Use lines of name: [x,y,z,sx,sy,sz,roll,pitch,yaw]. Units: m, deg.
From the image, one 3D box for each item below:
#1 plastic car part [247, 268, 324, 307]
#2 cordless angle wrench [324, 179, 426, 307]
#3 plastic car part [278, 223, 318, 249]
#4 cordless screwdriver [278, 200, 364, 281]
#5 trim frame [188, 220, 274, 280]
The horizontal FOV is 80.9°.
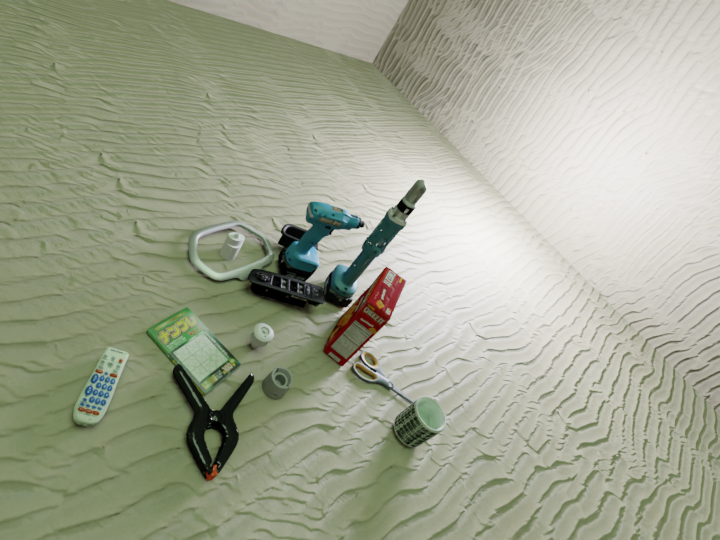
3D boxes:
plastic car part: [-0.194,0.049,1.076,0.196,0.067,0.068,21,39,-18]
cordless angle wrench: [0.035,-0.064,1.079,0.072,0.424,0.100,26,38,-18]
plastic car part: [-0.189,-0.084,1.227,0.112,0.071,0.068,19,40,-21]
cordless screwdriver: [-0.110,-0.072,1.123,0.152,0.249,0.077,14,43,-29]
trim frame: [-0.338,-0.053,1.114,0.190,0.027,0.241,46,38,15]
